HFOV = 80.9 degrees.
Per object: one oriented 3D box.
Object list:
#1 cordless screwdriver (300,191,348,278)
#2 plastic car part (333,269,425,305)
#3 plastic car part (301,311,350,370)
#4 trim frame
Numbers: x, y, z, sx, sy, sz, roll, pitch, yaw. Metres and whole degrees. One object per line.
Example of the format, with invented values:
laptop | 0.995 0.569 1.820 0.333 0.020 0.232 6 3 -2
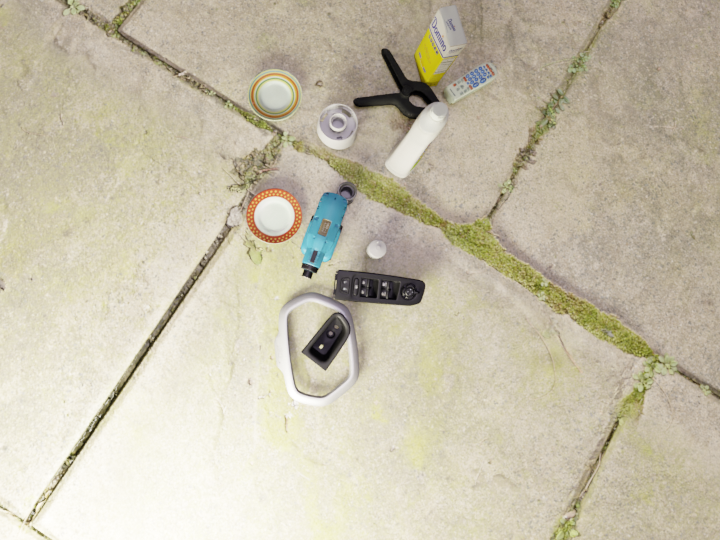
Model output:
cordless screwdriver | -0.084 -0.055 0.858 0.074 0.249 0.160 20 83 -6
plastic car part | 0.040 0.041 0.942 0.202 0.067 0.067 6 84 -2
plastic car part | -0.068 0.147 0.922 0.066 0.071 0.116 37 83 -1
trim frame | -0.099 0.172 0.939 0.183 0.027 0.251 -8 83 -3
